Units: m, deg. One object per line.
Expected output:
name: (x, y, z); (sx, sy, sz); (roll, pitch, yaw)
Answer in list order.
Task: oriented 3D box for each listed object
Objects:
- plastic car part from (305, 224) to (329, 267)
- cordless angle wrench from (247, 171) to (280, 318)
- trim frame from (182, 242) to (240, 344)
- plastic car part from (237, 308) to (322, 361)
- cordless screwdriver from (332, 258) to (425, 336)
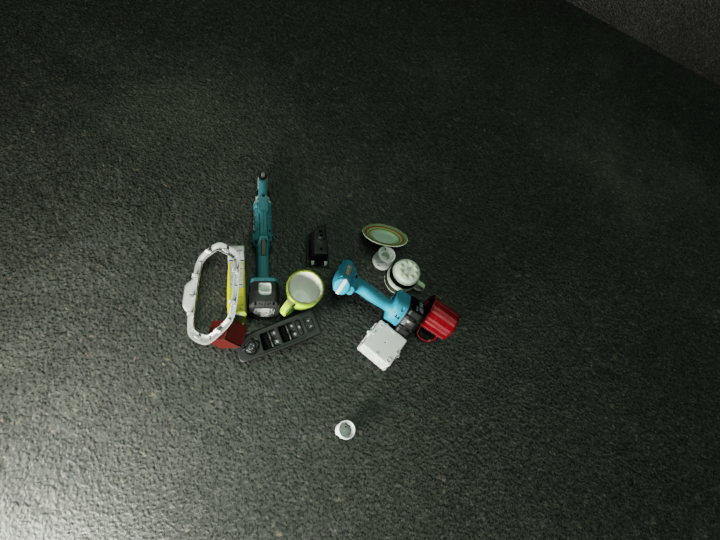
plastic car part: (-0.112, -0.073, 1.149); (0.064, 0.071, 0.119); (3, 67, -15)
cordless angle wrench: (-0.259, -0.085, 1.120); (0.073, 0.097, 0.436); (1, 60, -15)
trim frame: (-0.354, 0.049, 1.000); (0.026, 0.191, 0.253); (25, 59, -52)
plastic car part: (-0.199, 0.159, 1.013); (0.199, 0.067, 0.068); (-20, 79, -16)
cordless screwdriver: (0.045, 0.057, 1.101); (0.247, 0.074, 0.160); (30, 23, -4)
